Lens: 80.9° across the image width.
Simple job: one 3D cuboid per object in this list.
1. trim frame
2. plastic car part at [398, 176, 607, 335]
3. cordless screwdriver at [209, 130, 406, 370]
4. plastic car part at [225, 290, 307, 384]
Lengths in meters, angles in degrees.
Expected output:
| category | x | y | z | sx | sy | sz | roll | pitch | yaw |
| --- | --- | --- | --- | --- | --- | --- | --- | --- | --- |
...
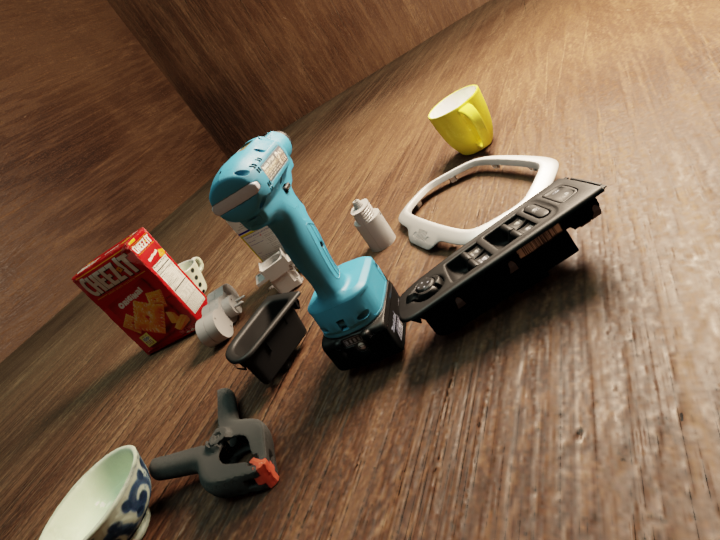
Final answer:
| category | x | y | z | sx | sy | sz | roll | pitch | yaw |
| --- | --- | --- | --- | --- | --- | --- | --- | --- | --- |
| trim frame | 0.144 | -0.096 | 0.569 | 0.183 | 0.026 | 0.259 | -39 | 26 | -6 |
| plastic car part | 0.126 | -0.005 | 0.394 | 0.204 | 0.064 | 0.068 | -32 | 24 | 8 |
| cordless screwdriver | -0.043 | -0.028 | 0.440 | 0.076 | 0.240 | 0.162 | -27 | 24 | 22 |
| plastic car part | -0.109 | 0.090 | 0.522 | 0.068 | 0.068 | 0.116 | -15 | 32 | 40 |
